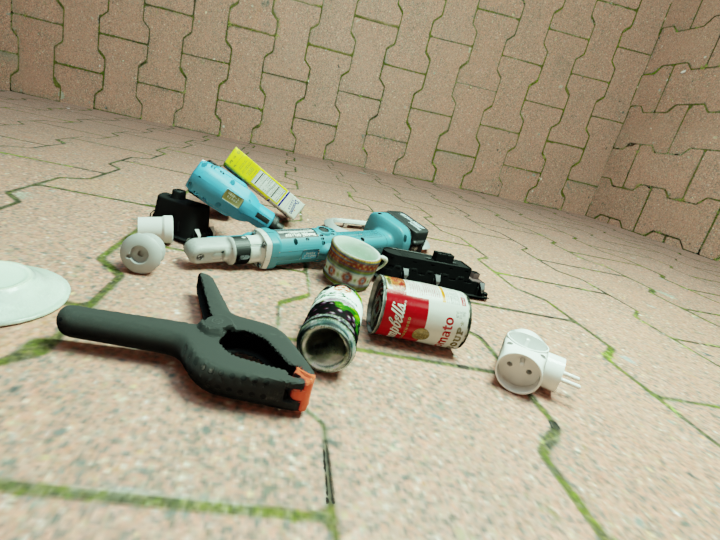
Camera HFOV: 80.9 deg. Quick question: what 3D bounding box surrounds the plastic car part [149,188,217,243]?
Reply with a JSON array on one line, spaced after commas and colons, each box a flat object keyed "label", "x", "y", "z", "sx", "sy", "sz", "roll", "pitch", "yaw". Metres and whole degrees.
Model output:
[{"label": "plastic car part", "x": -0.282, "y": -0.090, "z": 0.660, "sx": 0.120, "sy": 0.070, "sz": 0.064, "roll": 22, "pitch": 17, "yaw": 17}]

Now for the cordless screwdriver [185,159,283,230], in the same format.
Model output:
[{"label": "cordless screwdriver", "x": -0.223, "y": -0.126, "z": 0.737, "sx": 0.153, "sy": 0.074, "sz": 0.259, "roll": 34, "pitch": -1, "yaw": -24}]

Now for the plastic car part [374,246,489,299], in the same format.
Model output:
[{"label": "plastic car part", "x": 0.109, "y": 0.001, "z": 0.678, "sx": 0.199, "sy": 0.066, "sz": 0.069, "roll": 6, "pitch": 25, "yaw": -12}]

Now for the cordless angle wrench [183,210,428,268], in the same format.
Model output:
[{"label": "cordless angle wrench", "x": -0.065, "y": -0.043, "z": 0.665, "sx": 0.405, "sy": 0.073, "sz": 0.103, "roll": -7, "pitch": 37, "yaw": -39}]

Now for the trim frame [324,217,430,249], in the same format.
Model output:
[{"label": "trim frame", "x": 0.038, "y": -0.079, "z": 0.919, "sx": 0.239, "sy": 0.027, "sz": 0.194, "roll": 1, "pitch": 22, "yaw": -27}]
